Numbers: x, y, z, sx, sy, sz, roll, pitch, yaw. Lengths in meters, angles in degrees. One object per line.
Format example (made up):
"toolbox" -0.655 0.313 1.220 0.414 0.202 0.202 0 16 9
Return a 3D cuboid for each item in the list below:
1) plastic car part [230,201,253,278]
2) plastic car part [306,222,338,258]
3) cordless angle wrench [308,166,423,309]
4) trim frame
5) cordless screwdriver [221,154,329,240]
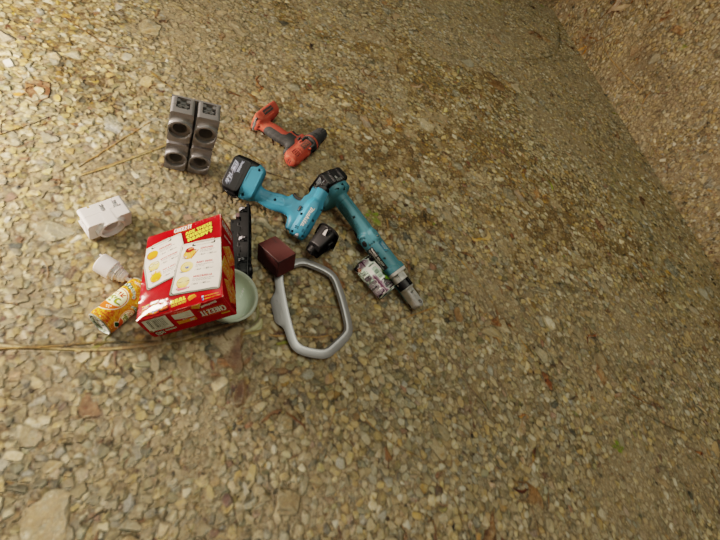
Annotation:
"plastic car part" -0.273 -0.057 0.963 0.065 0.066 0.210 -3 61 -17
"plastic car part" -0.100 -0.066 1.025 0.066 0.116 0.070 43 75 1
"cordless angle wrench" 0.024 -0.078 1.099 0.072 0.099 0.430 -29 78 -40
"trim frame" -0.113 0.081 0.972 0.177 0.028 0.256 -4 63 -28
"cordless screwdriver" -0.206 -0.202 1.045 0.246 0.075 0.159 31 82 -6
